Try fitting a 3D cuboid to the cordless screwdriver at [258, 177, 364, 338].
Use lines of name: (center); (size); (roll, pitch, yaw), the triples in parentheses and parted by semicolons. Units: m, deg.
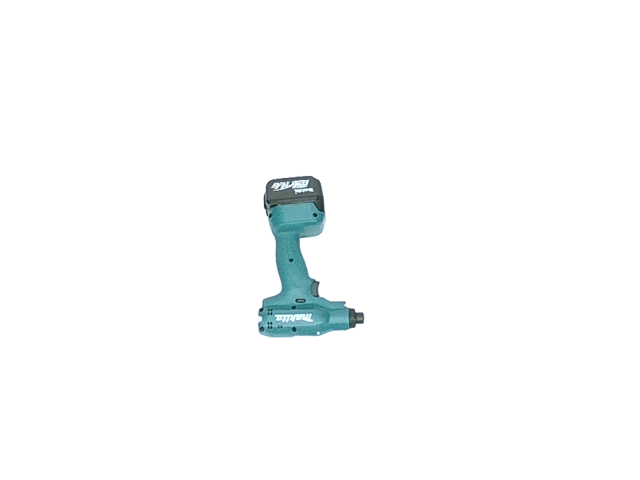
cordless screwdriver: (-0.016, 0.027, 0.671); (0.159, 0.248, 0.074); (-1, -17, -1)
